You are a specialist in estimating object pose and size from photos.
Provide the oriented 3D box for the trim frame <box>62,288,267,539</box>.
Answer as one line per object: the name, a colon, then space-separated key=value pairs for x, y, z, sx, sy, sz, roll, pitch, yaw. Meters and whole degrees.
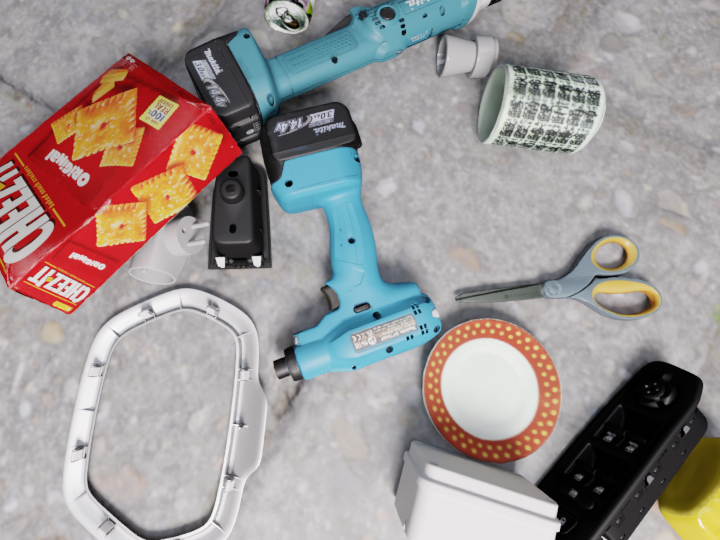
trim frame: x=-0.181 y=0.140 z=0.398 sx=0.184 sy=0.027 sz=0.251 roll=6 pitch=76 yaw=0

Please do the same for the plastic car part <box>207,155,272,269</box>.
plastic car part: x=-0.123 y=-0.063 z=0.421 sx=0.065 sy=0.071 sz=0.118 roll=-2 pitch=81 yaw=-6

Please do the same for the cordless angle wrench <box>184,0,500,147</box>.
cordless angle wrench: x=0.023 y=-0.265 z=0.468 sx=0.419 sy=0.074 sz=0.100 roll=-27 pitch=81 yaw=-8

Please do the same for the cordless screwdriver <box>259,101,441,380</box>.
cordless screwdriver: x=-0.040 y=-0.026 z=0.413 sx=0.158 sy=0.074 sz=0.252 roll=-20 pitch=82 yaw=-5

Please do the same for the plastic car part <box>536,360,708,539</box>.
plastic car part: x=0.237 y=0.170 z=0.372 sx=0.067 sy=0.067 sz=0.202 roll=42 pitch=80 yaw=-4
